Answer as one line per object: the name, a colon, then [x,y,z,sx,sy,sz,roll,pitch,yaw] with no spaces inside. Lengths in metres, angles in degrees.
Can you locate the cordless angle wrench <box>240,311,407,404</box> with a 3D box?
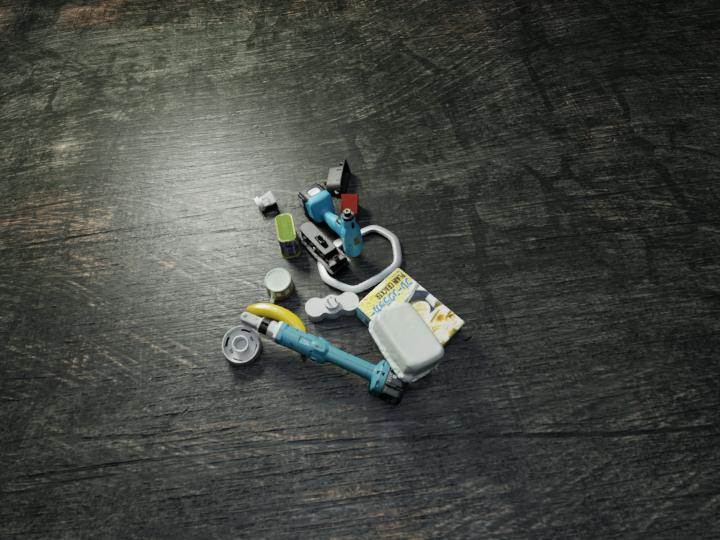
cordless angle wrench: [-0.098,0.188,0.996,0.434,0.095,0.075,21,65,13]

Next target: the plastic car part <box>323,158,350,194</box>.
plastic car part: [-0.078,-0.284,1.324,0.073,0.063,0.118,3,61,22]

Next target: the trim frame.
trim frame: [-0.001,-0.036,1.181,0.246,0.026,0.192,-32,62,-12]

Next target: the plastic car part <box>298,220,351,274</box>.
plastic car part: [-0.115,-0.075,1.178,0.066,0.064,0.215,-39,49,-9]

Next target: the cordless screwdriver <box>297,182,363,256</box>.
cordless screwdriver: [-0.083,-0.161,1.173,0.073,0.153,0.263,-31,52,-16]
